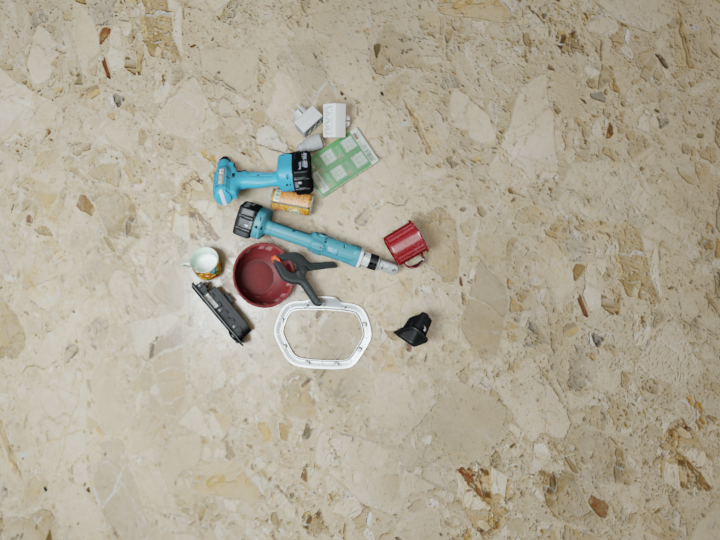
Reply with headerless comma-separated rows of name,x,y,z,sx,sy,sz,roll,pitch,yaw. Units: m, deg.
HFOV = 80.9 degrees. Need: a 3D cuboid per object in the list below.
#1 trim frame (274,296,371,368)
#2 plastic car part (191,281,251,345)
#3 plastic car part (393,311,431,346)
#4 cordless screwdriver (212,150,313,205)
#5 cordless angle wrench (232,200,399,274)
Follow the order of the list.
trim frame,-0.097,0.159,1.080,0.250,0.027,0.185,3,86,3
plastic car part,-0.347,0.103,1.075,0.066,0.067,0.204,-35,86,-28
plastic car part,0.141,0.137,1.040,0.066,0.116,0.071,34,65,-2
cordless screwdriver,-0.244,-0.247,1.061,0.248,0.071,0.165,-9,50,-1
cordless angle wrench,-0.104,-0.068,1.060,0.421,0.099,0.074,19,106,-2
